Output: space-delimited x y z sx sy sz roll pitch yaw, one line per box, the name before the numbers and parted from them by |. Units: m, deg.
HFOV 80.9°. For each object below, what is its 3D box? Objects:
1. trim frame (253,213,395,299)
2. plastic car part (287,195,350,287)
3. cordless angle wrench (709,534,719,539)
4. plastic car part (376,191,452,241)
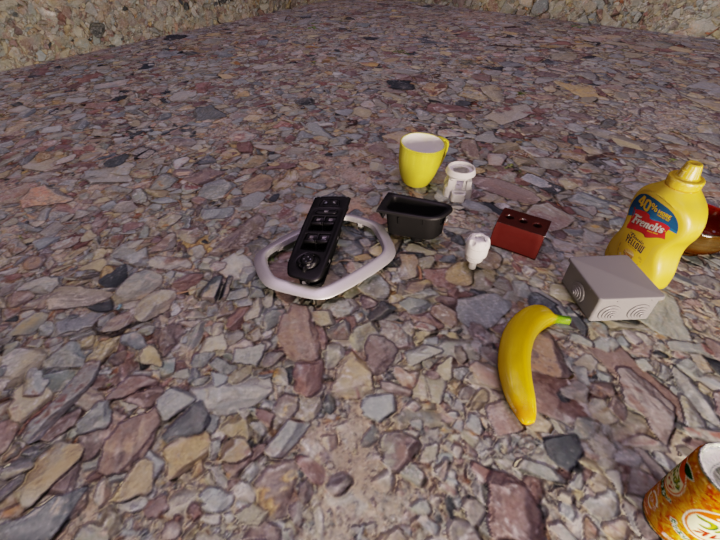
trim frame | -0.057 -0.031 0.701 0.243 0.027 0.194 -32 50 -30
plastic car part | -0.067 -0.044 0.688 0.067 0.065 0.206 7 42 8
cordless angle wrench | 0.359 0.106 0.238 0.073 0.410 0.103 -31 51 -33
plastic car part | 0.091 -0.084 0.725 0.121 0.069 0.066 16 43 19
